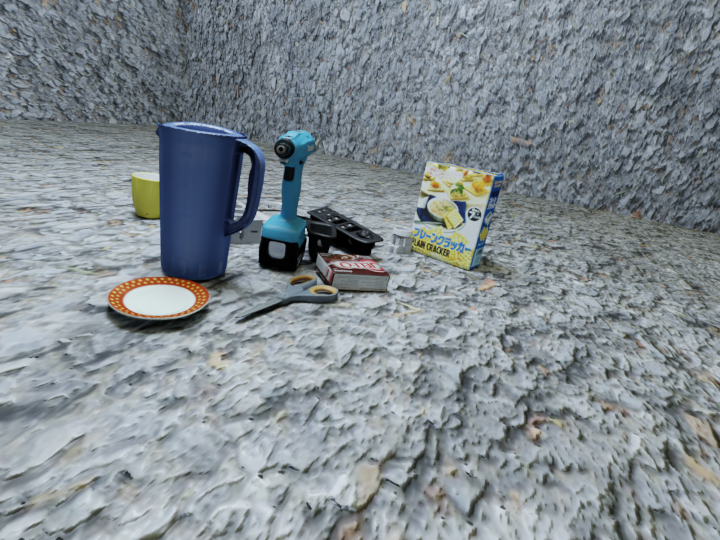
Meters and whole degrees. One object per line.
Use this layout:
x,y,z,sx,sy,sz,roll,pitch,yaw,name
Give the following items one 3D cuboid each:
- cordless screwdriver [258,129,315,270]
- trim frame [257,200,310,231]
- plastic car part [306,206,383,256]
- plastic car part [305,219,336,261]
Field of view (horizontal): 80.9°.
-0.132,-0.121,0.750,0.075,0.245,0.160,11,19,2,cordless screwdriver
-0.188,-0.138,1.090,0.263,0.027,0.177,25,25,36,trim frame
-0.040,-0.085,0.952,0.063,0.066,0.215,-9,27,-43,plastic car part
-0.083,-0.054,0.846,0.065,0.070,0.119,7,20,-8,plastic car part
